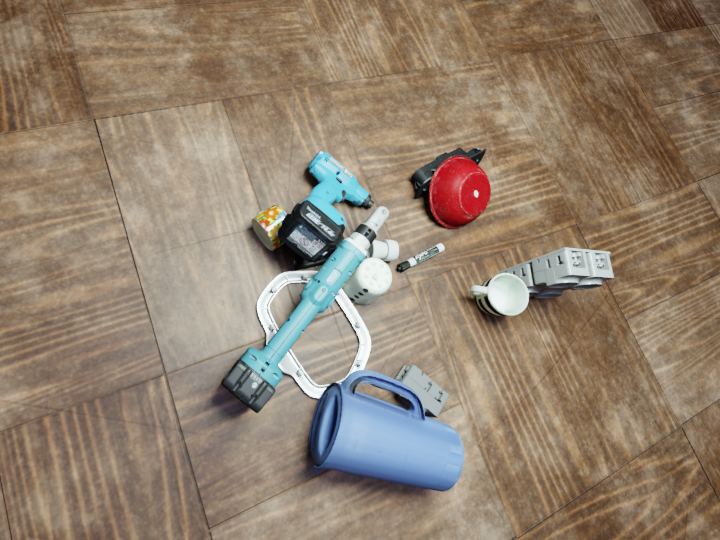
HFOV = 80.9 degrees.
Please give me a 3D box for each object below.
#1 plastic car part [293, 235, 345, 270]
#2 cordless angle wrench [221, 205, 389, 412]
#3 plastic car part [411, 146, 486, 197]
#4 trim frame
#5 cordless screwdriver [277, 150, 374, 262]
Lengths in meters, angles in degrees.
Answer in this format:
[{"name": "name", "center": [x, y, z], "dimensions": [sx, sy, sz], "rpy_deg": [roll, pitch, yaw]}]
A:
[{"name": "plastic car part", "center": [-0.081, -0.053, 0.828], "dimensions": [0.113, 0.065, 0.073], "rpy_deg": [-16, 65, -25]}, {"name": "cordless angle wrench", "center": [-0.074, 0.042, 0.738], "dimensions": [0.074, 0.099, 0.421], "rpy_deg": [39, 72, -5]}, {"name": "plastic car part", "center": [0.192, -0.232, 0.959], "dimensions": [0.199, 0.066, 0.069], "rpy_deg": [-34, 77, -23]}, {"name": "trim frame", "center": [-0.084, 0.112, 0.787], "dimensions": [0.181, 0.028, 0.251], "rpy_deg": [-30, 85, -21]}, {"name": "cordless screwdriver", "center": [-0.052, -0.116, 0.805], "dimensions": [0.155, 0.075, 0.252], "rpy_deg": [35, 39, -17]}]
